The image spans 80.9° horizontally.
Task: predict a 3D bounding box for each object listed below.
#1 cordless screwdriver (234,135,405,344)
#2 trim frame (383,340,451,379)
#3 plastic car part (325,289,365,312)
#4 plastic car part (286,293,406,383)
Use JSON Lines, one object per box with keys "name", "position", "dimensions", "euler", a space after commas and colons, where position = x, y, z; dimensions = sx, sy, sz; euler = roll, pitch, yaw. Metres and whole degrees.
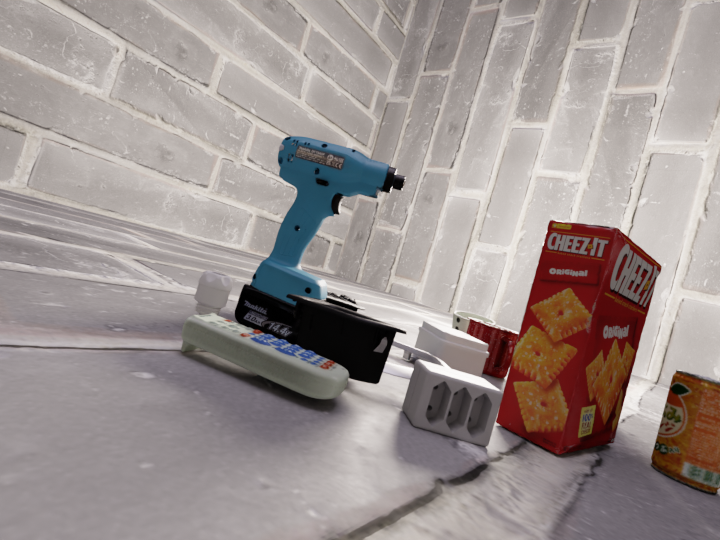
{"name": "cordless screwdriver", "position": [-0.051, -0.033, 0.524], "dimensions": [0.162, 0.249, 0.073], "euler": [17, -1, 9]}
{"name": "trim frame", "position": [0.028, 0.106, 0.531], "dimensions": [0.186, 0.027, 0.246], "euler": [17, 0, 4]}
{"name": "plastic car part", "position": [-0.065, 0.056, 0.689], "dimensions": [0.070, 0.067, 0.192], "euler": [16, 0, 40]}
{"name": "plastic car part", "position": [-0.020, 0.070, 0.399], "dimensions": [0.062, 0.071, 0.123], "euler": [17, 0, -42]}
